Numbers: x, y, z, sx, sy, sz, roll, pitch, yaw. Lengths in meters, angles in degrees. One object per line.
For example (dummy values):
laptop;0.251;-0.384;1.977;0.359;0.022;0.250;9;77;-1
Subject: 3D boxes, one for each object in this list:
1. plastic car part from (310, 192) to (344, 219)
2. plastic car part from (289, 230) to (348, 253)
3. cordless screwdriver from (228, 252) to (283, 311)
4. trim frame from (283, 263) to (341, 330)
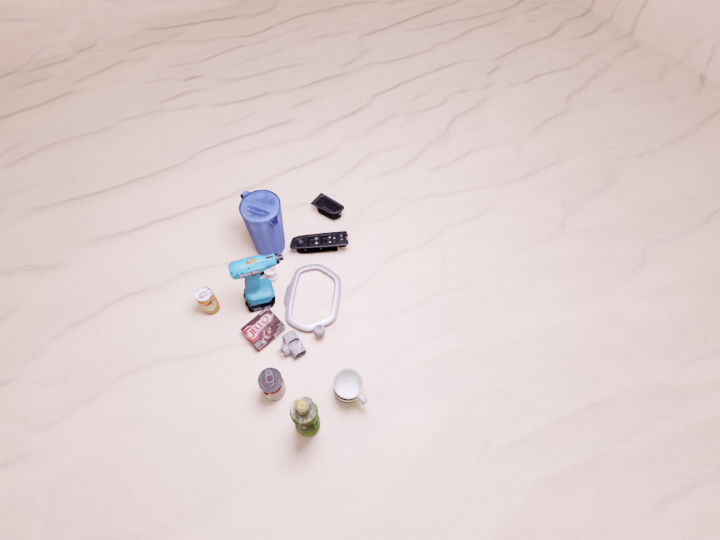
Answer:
plastic car part;-0.116;-0.222;1.552;0.121;0.069;0.065;32;64;20
plastic car part;-0.144;-0.094;1.474;0.203;0.065;0.068;-2;58;1
cordless screwdriver;-0.302;0.032;1.299;0.157;0.241;0.077;-15;61;-10
trim frame;-0.158;0.084;1.385;0.186;0.027;0.254;3;58;5
